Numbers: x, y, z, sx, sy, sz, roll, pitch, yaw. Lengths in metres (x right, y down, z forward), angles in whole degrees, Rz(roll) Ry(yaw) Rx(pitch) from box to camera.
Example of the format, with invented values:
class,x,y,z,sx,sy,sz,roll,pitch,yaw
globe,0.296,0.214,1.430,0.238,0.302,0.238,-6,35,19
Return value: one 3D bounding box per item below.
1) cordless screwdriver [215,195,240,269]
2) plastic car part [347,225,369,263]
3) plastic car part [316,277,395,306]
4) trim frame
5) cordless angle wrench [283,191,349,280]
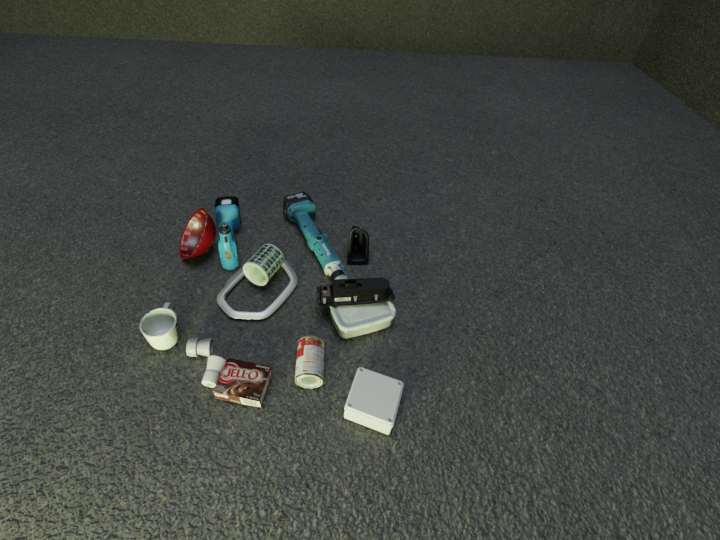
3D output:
class,x,y,z,sx,sy,sz,roll,pitch,yaw
cordless screwdriver,-0.402,-0.140,1.276,0.073,0.155,0.260,-5,44,-13
plastic car part,-0.009,-0.085,1.283,0.065,0.114,0.073,0,21,-7
plastic car part,-0.010,0.048,1.094,0.201,0.065,0.069,1,38,-6
trim frame,-0.288,0.045,1.190,0.191,0.027,0.247,23,50,17
cordless angle wrench,-0.127,-0.083,1.297,0.096,0.072,0.445,-17,51,-20
